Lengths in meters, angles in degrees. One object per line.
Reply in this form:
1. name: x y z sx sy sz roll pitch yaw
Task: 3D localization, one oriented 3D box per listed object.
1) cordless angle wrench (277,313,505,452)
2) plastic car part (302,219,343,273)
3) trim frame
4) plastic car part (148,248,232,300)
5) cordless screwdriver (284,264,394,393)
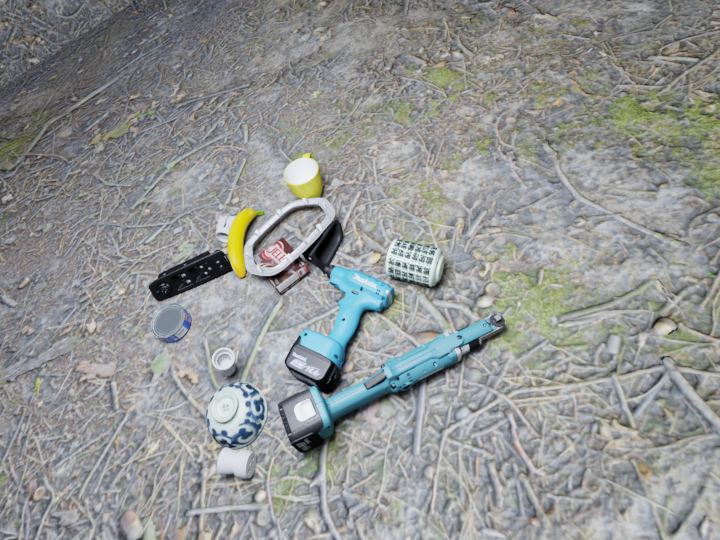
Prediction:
1. cordless angle wrench: 0.066 0.181 0.741 0.421 0.094 0.078 -26 55 -5
2. plastic car part: -0.094 -0.062 0.962 0.074 0.062 0.117 6 55 35
3. trim frame: -0.167 -0.085 0.967 0.247 0.026 0.195 -45 47 -17
4. plastic car part: -0.412 0.003 1.014 0.203 0.063 0.070 -27 46 -1
5. cordless screwdriver: -0.059 0.100 0.836 0.167 0.071 0.248 22 63 28
